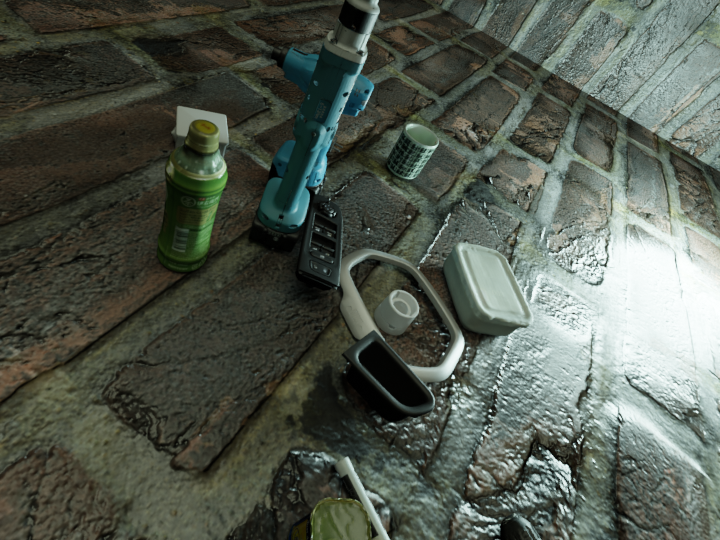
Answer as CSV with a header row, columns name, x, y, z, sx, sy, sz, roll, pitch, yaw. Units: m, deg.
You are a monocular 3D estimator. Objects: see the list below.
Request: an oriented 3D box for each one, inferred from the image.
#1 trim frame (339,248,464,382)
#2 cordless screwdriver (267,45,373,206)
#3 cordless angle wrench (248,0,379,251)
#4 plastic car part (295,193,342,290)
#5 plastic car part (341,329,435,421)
name,x,y,z,sx,sy,sz,roll,pitch,yaw
trim frame,0.058,0.060,0.662,0.177,0.027,0.260,-8,54,-32
cordless screwdriver,-0.099,-0.233,0.701,0.158,0.248,0.075,26,44,-6
cordless angle wrench,-0.059,-0.192,0.557,0.073,0.421,0.100,20,45,-14
plastic car part,-0.066,-0.043,0.670,0.065,0.067,0.208,17,44,-14
plastic car part,0.026,0.147,0.534,0.064,0.070,0.120,-27,66,-42
